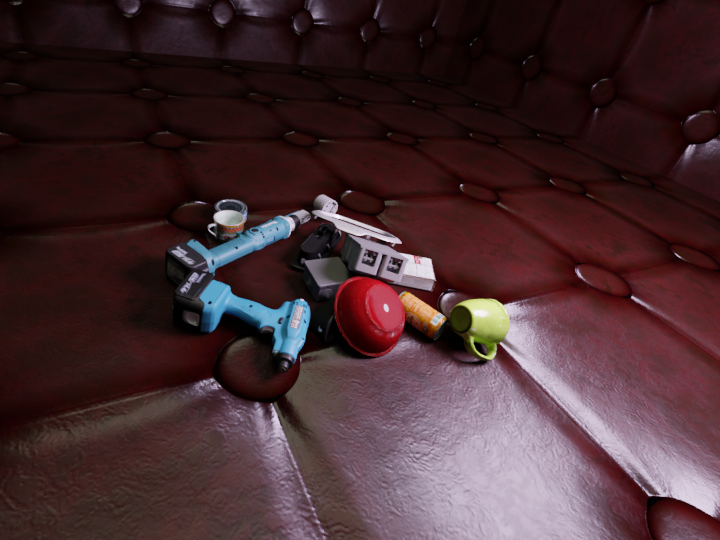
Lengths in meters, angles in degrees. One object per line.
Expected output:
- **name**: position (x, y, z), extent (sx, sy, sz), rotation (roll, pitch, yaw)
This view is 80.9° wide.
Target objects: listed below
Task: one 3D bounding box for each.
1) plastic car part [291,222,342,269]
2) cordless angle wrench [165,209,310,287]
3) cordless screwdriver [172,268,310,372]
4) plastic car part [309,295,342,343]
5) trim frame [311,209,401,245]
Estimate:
- **plastic car part**: position (-0.102, -0.066, 1.039), extent (0.067, 0.066, 0.202), rotation (26, 39, 5)
- **cordless angle wrench**: position (-0.255, -0.073, 0.997), extent (0.102, 0.073, 0.412), rotation (30, 37, 22)
- **cordless screwdriver**: position (-0.221, 0.093, 0.774), extent (0.248, 0.073, 0.162), rotation (15, 35, -2)
- **plastic car part**: position (-0.056, 0.089, 0.842), extent (0.075, 0.064, 0.113), rotation (21, 36, 37)
- **trim frame**: position (-0.013, -0.111, 1.096), extent (0.254, 0.027, 0.181), rotation (22, 10, 10)
